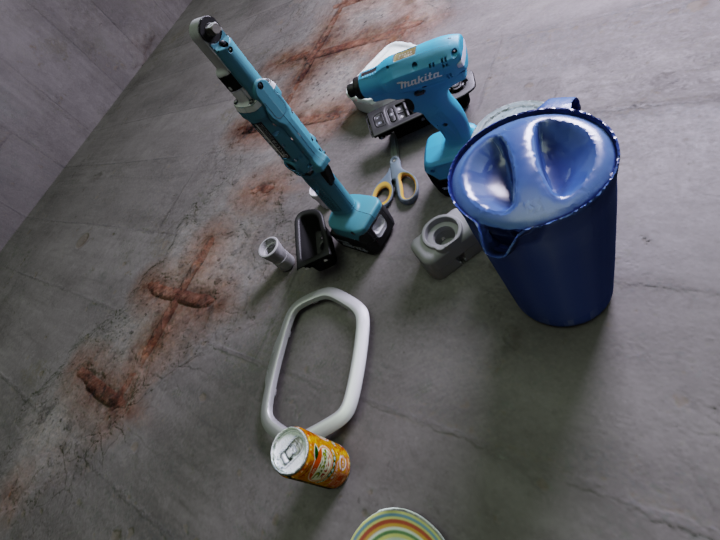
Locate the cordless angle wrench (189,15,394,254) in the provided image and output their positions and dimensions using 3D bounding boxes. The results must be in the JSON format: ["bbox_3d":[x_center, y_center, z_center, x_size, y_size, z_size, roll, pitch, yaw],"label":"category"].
[{"bbox_3d":[-0.081,-0.164,0.591,0.103,0.399,0.074,19,71,41],"label":"cordless angle wrench"}]

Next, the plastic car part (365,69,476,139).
[{"bbox_3d":[0.116,-0.295,0.780,0.207,0.063,0.069,-22,50,20],"label":"plastic car part"}]

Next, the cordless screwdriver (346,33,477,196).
[{"bbox_3d":[0.099,-0.209,0.615,0.166,0.235,0.075,-5,57,31],"label":"cordless screwdriver"}]

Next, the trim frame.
[{"bbox_3d":[-0.072,0.136,0.640,0.191,0.026,0.253,-9,56,29],"label":"trim frame"}]

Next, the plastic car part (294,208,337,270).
[{"bbox_3d":[-0.072,-0.047,0.736,0.067,0.067,0.121,-24,49,18],"label":"plastic car part"}]
